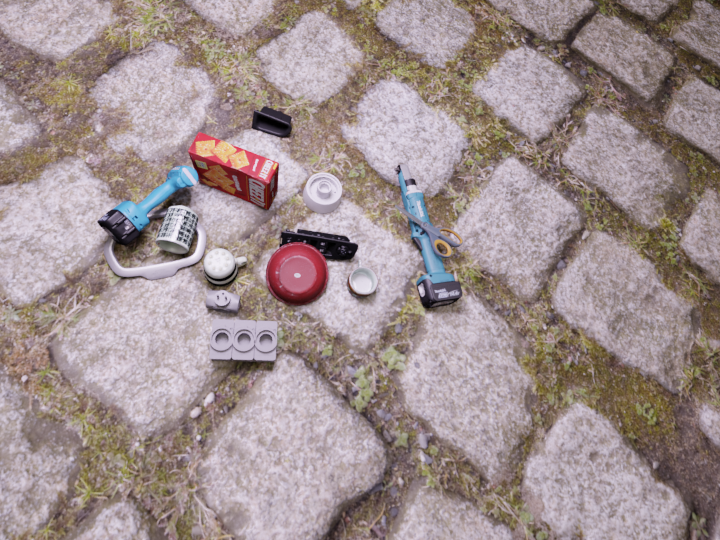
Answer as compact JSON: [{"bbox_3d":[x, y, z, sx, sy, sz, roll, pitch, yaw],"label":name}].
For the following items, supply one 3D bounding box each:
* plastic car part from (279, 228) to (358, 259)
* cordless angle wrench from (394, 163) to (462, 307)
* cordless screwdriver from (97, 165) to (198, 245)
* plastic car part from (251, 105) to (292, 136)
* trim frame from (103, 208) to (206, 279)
[{"bbox_3d":[-0.109,-0.071,1.112,0.202,0.065,0.068,10,29,-2],"label":"plastic car part"},{"bbox_3d":[0.169,-0.113,1.164,0.096,0.073,0.435,-7,68,-13],"label":"cordless angle wrench"},{"bbox_3d":[-0.525,-0.173,1.049,0.247,0.168,0.071,-47,124,-21],"label":"cordless screwdriver"},{"bbox_3d":[-0.253,-0.443,1.240,0.115,0.065,0.072,16,54,-7],"label":"plastic car part"},{"bbox_3d":[-0.517,-0.069,1.071,0.244,0.027,0.189,-12,70,-14],"label":"trim frame"}]
